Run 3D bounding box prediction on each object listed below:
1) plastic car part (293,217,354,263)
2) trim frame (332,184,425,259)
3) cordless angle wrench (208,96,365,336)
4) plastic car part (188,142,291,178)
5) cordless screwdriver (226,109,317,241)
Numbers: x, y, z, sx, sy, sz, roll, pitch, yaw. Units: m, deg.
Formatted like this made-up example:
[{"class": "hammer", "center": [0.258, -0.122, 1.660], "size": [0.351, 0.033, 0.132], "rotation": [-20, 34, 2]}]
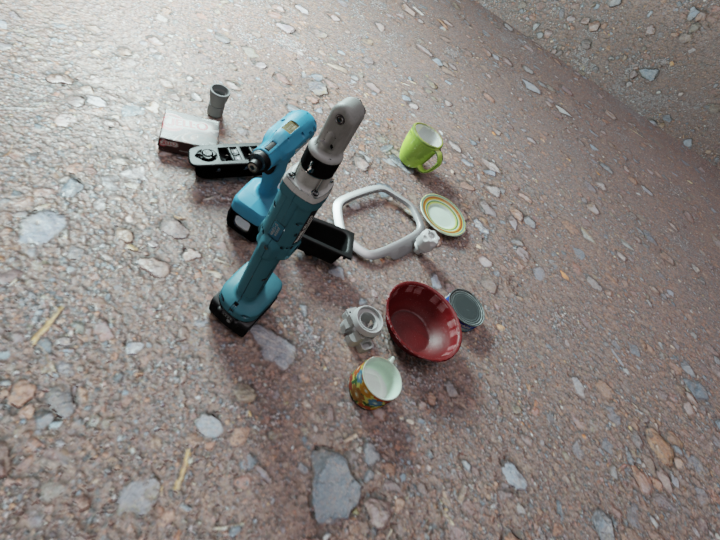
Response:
[{"class": "plastic car part", "center": [-0.078, -0.051, 0.802], "size": [0.114, 0.071, 0.067], "rotation": [20, 50, -14]}, {"class": "trim frame", "center": [0.042, -0.108, 0.937], "size": [0.241, 0.027, 0.190], "rotation": [-26, 70, -39]}, {"class": "cordless angle wrench", "center": [-0.104, -0.044, 0.544], "size": [0.075, 0.425, 0.097], "rotation": [40, 47, -1]}, {"class": "plastic car part", "center": [-0.246, -0.218, 0.845], "size": [0.195, 0.067, 0.069], "rotation": [-9, 62, -33]}, {"class": "cordless screwdriver", "center": [-0.164, -0.140, 0.704], "size": [0.074, 0.250, 0.159], "rotation": [36, 47, -5]}]
